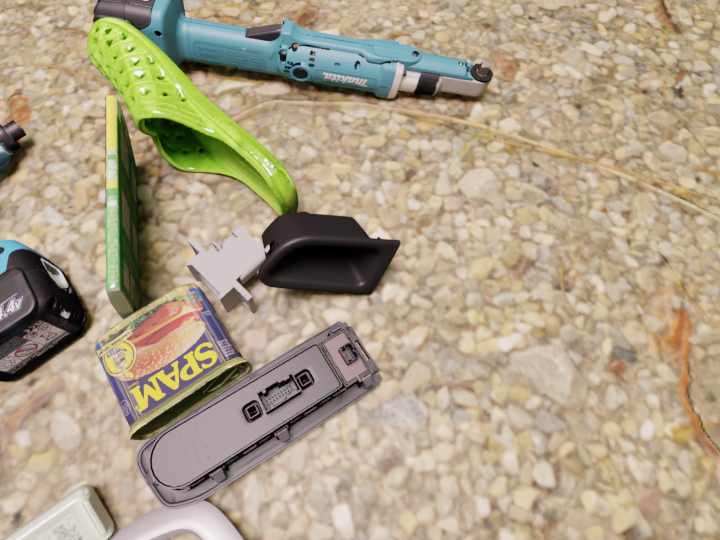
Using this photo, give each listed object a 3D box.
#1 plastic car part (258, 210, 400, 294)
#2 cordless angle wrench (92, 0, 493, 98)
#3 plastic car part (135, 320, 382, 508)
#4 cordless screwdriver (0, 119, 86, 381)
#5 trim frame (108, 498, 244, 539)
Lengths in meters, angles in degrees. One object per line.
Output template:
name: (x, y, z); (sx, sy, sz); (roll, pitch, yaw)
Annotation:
plastic car part: (-0.037, -0.024, 0.379); (0.112, 0.065, 0.074); (6, 38, -27)
cordless angle wrench: (-0.065, -0.242, 0.473); (0.422, 0.096, 0.075); (9, 69, -2)
plastic car part: (-0.077, 0.111, 0.331); (0.200, 0.066, 0.068); (-30, 78, -13)
cordless screwdriver: (-0.341, -0.034, 0.389); (0.158, 0.072, 0.258); (-42, 71, -16)
trim frame: (-0.101, 0.278, 0.261); (0.183, 0.026, 0.261); (-43, 60, -13)
